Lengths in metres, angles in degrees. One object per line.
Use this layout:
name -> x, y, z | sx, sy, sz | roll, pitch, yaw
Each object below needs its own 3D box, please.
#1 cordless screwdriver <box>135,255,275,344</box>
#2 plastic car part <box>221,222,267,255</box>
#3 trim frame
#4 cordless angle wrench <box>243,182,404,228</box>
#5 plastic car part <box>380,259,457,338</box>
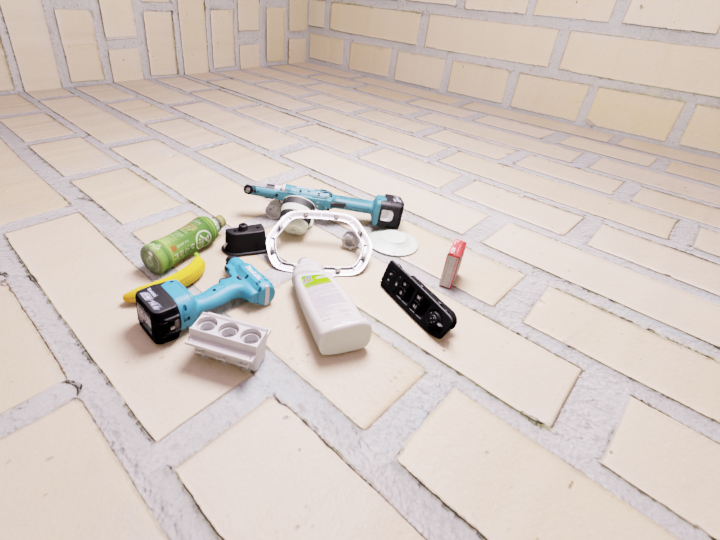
cordless screwdriver -> -0.310, 0.039, 0.831 | 0.240, 0.073, 0.168 | -20, 41, -37
plastic car part -> -0.271, -0.080, 1.007 | 0.113, 0.069, 0.069 | -7, 34, -22
trim frame -> -0.096, -0.063, 0.987 | 0.248, 0.027, 0.188 | 5, 62, -1
cordless angle wrench -> -0.101, -0.188, 1.133 | 0.421, 0.073, 0.100 | 9, 23, -2
plastic car part -> 0.121, 0.061, 0.857 | 0.064, 0.066, 0.214 | 15, 23, -37
